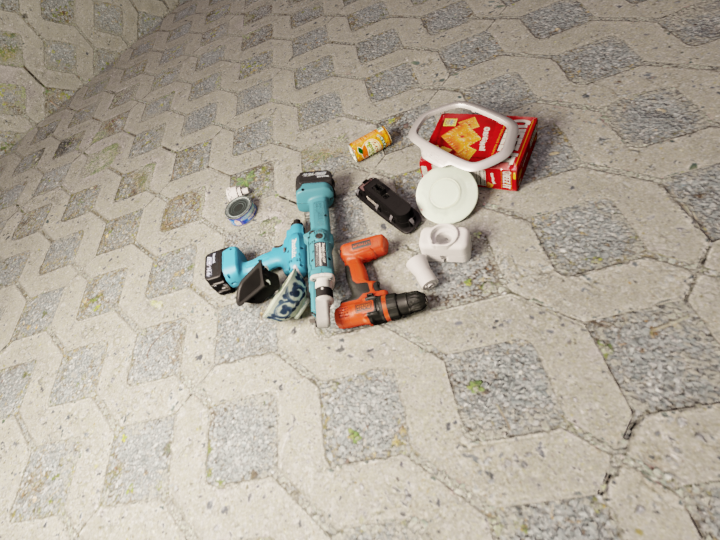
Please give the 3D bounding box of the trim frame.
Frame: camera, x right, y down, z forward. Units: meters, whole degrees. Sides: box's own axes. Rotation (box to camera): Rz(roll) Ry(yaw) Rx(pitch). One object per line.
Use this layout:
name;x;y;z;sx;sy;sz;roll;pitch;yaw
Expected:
trim frame;0.221;-0.297;0.928;0.183;0.026;0.262;-41;53;-9

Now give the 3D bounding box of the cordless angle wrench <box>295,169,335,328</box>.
cordless angle wrench;-0.091;-0.060;0.931;0.098;0.072;0.438;-6;50;-2

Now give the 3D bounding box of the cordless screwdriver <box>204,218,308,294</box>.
cordless screwdriver;-0.244;-0.036;1.013;0.253;0.071;0.165;-13;52;10

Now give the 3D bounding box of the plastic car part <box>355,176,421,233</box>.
plastic car part;0.063;-0.162;0.973;0.066;0.064;0.214;-33;52;-11

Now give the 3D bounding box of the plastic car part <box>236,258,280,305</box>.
plastic car part;-0.220;0.038;0.937;0.118;0.067;0.068;-41;49;38
